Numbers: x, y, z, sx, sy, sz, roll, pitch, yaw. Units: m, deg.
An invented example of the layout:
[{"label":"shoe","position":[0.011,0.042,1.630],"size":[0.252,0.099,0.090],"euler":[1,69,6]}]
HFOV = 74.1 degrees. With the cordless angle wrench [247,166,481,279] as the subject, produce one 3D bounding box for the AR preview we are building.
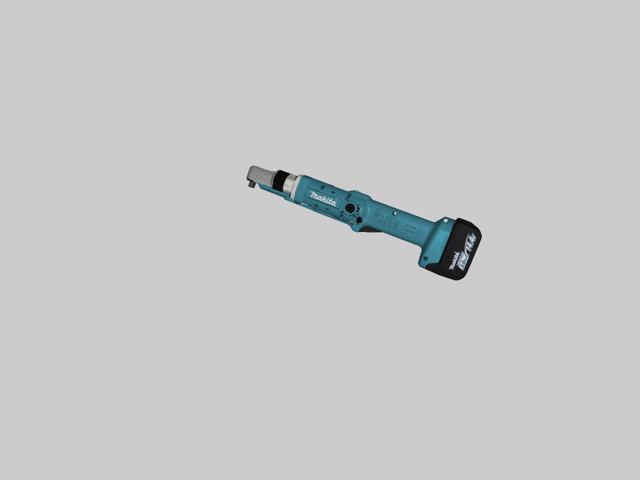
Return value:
[{"label":"cordless angle wrench","position":[0.058,-0.052,0.742],"size":[0.423,0.098,0.074],"euler":[22,9,14]}]
